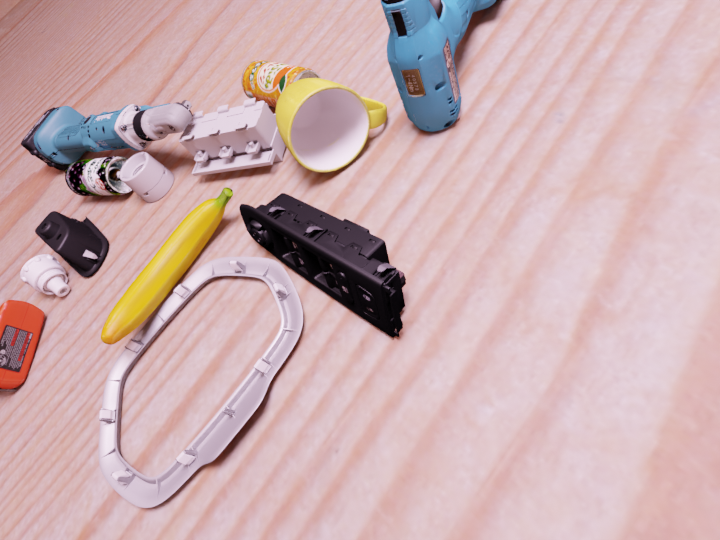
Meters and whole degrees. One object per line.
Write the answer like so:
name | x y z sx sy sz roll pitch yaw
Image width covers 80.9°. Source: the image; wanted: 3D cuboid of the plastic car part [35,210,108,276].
plastic car part | -0.399 -0.044 0.574 0.123 0.067 0.066 27 77 38

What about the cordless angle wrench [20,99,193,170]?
cordless angle wrench | -0.384 -0.207 0.631 0.445 0.070 0.098 9 67 37

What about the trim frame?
trim frame | -0.158 0.087 0.399 0.195 0.026 0.248 35 80 36

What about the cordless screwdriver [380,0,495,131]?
cordless screwdriver | 0.085 -0.278 0.409 0.078 0.151 0.250 9 65 29

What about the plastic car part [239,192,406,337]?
plastic car part | -0.037 -0.024 0.381 0.214 0.063 0.067 26 66 36
